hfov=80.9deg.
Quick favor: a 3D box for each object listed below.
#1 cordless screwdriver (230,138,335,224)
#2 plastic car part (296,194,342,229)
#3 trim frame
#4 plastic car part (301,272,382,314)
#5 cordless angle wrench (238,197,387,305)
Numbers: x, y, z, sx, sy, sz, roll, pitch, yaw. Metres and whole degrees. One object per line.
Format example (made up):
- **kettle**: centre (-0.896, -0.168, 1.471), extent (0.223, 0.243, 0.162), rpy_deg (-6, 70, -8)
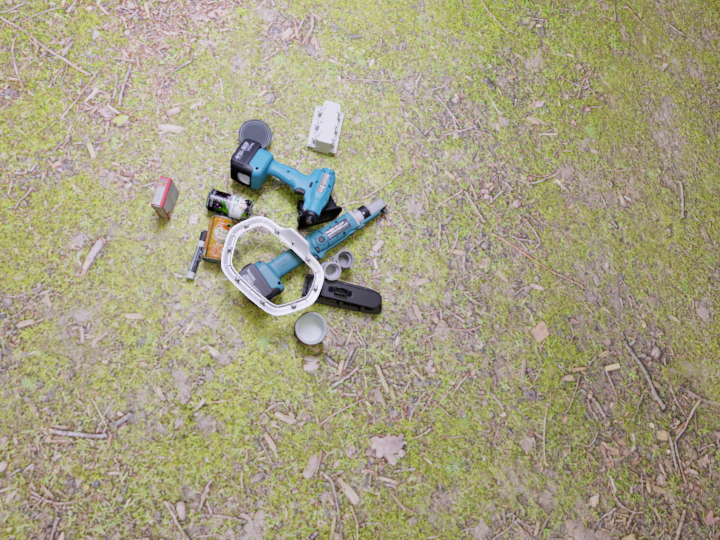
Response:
- **cordless screwdriver**: centre (-0.193, -0.211, 1.016), extent (0.249, 0.073, 0.161), rpy_deg (19, 59, -1)
- **plastic car part**: centre (-0.113, -0.158, 1.064), extent (0.114, 0.065, 0.073), rpy_deg (-20, 69, -19)
- **trim frame**: centre (-0.196, -0.014, 0.950), extent (0.250, 0.027, 0.183), rpy_deg (41, 67, 3)
- **plastic car part**: centre (-0.036, 0.056, 1.023), extent (0.199, 0.067, 0.067), rpy_deg (15, 68, -10)
- **cordless angle wrench**: centre (-0.101, -0.066, 1.036), extent (0.417, 0.075, 0.099), rpy_deg (-35, 87, -19)
